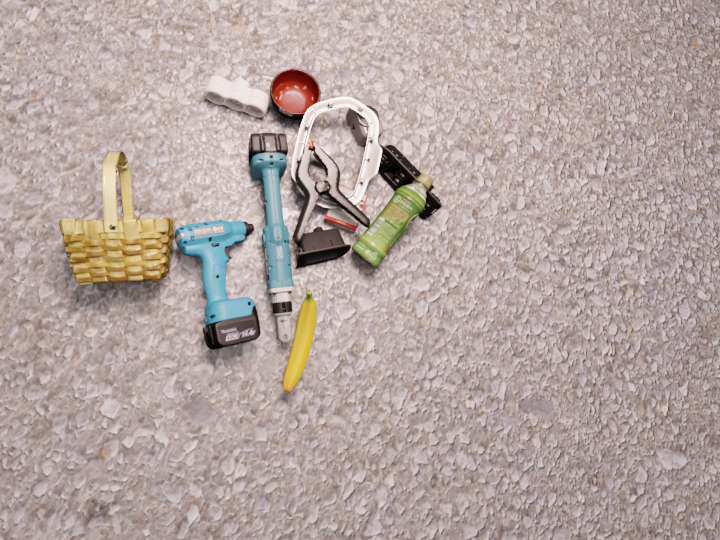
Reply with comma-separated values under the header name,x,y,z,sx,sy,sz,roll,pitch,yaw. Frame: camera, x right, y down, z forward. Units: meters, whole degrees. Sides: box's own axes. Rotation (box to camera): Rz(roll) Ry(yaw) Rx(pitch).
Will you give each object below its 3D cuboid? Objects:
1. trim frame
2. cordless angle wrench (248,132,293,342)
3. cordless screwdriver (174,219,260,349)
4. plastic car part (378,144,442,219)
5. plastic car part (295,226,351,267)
name,x,y,z,sx,sy,sz,roll,pitch,yaw
trim frame,-0.048,-0.256,0.909,0.181,0.028,0.249,14,83,-8
cordless angle wrench,-0.173,-0.067,0.862,0.072,0.099,0.427,-4,82,-18
cordless screwdriver,-0.255,0.019,0.829,0.153,0.076,0.252,-13,80,-36
plastic car part,0.104,-0.214,0.958,0.203,0.067,0.066,43,59,-1
plastic car part,-0.087,-0.057,0.893,0.114,0.065,0.073,-16,69,-18
